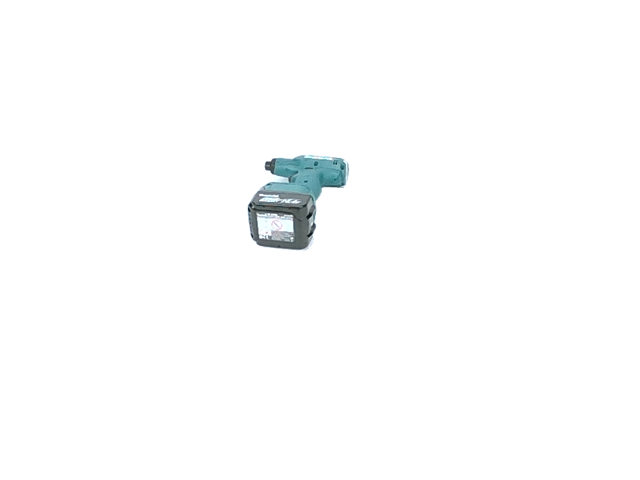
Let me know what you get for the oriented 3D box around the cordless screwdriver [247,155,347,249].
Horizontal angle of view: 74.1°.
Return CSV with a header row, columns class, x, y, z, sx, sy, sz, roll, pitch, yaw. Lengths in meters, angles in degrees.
class,x,y,z,sx,sy,sz,roll,pitch,yaw
cordless screwdriver,-0.055,-0.083,0.718,0.160,0.074,0.247,7,33,14
